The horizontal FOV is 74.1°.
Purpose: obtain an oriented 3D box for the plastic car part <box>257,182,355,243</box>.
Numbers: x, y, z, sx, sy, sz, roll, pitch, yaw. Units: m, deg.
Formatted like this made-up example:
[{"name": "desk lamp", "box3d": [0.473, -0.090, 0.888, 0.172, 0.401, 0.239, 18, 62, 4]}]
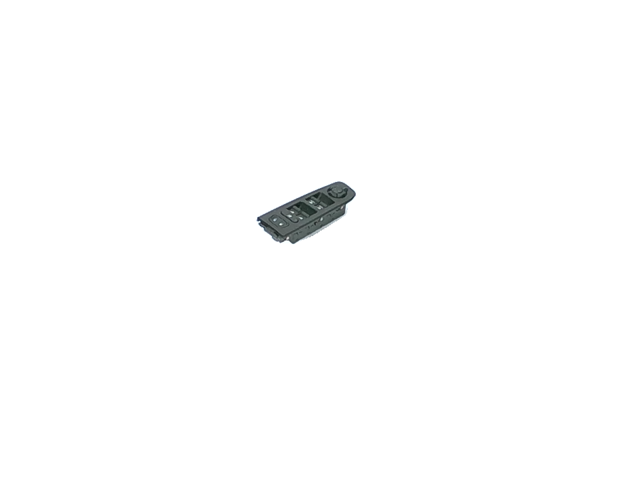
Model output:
[{"name": "plastic car part", "box3d": [-0.013, -0.044, 0.761, 0.066, 0.067, 0.202, 29, 49, 35]}]
